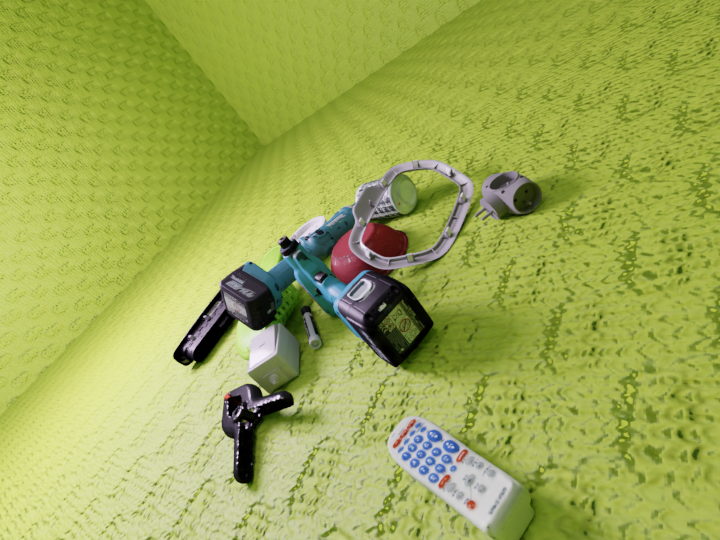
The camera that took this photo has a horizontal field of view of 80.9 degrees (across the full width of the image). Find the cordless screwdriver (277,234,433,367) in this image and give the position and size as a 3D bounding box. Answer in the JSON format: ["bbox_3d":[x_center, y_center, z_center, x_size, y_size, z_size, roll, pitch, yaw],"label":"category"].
[{"bbox_3d":[-0.027,0.025,0.585,0.074,0.153,0.260,-45,27,-14],"label":"cordless screwdriver"}]

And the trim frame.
[{"bbox_3d":[0.079,-0.102,0.702,0.193,0.026,0.249,12,61,30],"label":"trim frame"}]

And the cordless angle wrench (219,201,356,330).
[{"bbox_3d":[-0.080,-0.052,0.815,0.103,0.072,0.416,24,48,28],"label":"cordless angle wrench"}]

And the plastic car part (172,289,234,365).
[{"bbox_3d":[-0.332,0.130,0.949,0.070,0.063,0.202,12,51,29],"label":"plastic car part"}]
